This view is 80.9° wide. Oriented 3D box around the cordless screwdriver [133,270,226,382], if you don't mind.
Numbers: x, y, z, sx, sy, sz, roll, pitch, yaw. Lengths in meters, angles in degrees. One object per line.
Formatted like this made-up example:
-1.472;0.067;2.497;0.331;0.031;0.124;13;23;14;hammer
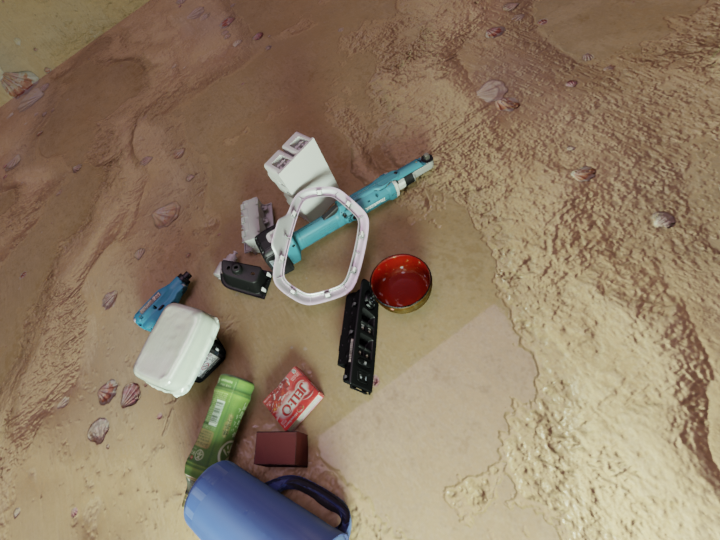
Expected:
-0.381;0.112;0.919;0.263;0.070;0.159;33;77;35;cordless screwdriver

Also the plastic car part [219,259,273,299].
-0.254;0.009;0.910;0.117;0.069;0.067;14;65;3;plastic car part

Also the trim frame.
-0.082;-0.054;0.842;0.186;0.027;0.250;13;78;5;trim frame

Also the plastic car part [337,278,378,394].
-0.004;0.117;0.774;0.069;0.063;0.206;-17;53;44;plastic car part

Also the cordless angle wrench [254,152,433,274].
-0.024;-0.134;0.917;0.422;0.093;0.078;-31;55;-2;cordless angle wrench
